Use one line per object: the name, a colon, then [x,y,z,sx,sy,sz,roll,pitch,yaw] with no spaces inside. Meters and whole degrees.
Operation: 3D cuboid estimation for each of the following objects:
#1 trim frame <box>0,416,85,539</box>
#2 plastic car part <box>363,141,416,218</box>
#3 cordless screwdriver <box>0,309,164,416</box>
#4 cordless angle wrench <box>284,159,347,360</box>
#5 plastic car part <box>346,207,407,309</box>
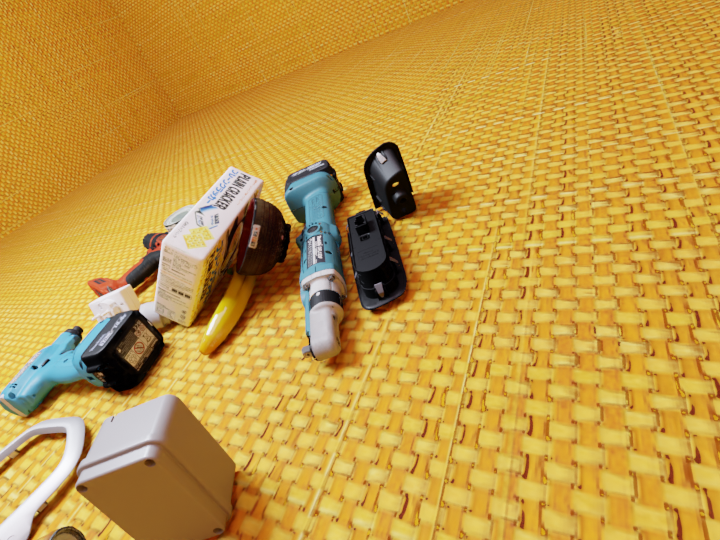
trim frame: [-0.424,0.273,0.480,0.194,0.026,0.246,8,45,44]
plastic car part: [0.049,-0.119,0.612,0.066,0.111,0.074,-25,55,2]
cordless screwdriver: [-0.411,0.122,0.641,0.255,0.071,0.162,-19,33,21]
cordless angle wrench: [-0.060,-0.039,0.609,0.099,0.071,0.438,-23,35,8]
plastic car part: [0.015,-0.031,0.552,0.067,0.064,0.210,-16,36,4]
